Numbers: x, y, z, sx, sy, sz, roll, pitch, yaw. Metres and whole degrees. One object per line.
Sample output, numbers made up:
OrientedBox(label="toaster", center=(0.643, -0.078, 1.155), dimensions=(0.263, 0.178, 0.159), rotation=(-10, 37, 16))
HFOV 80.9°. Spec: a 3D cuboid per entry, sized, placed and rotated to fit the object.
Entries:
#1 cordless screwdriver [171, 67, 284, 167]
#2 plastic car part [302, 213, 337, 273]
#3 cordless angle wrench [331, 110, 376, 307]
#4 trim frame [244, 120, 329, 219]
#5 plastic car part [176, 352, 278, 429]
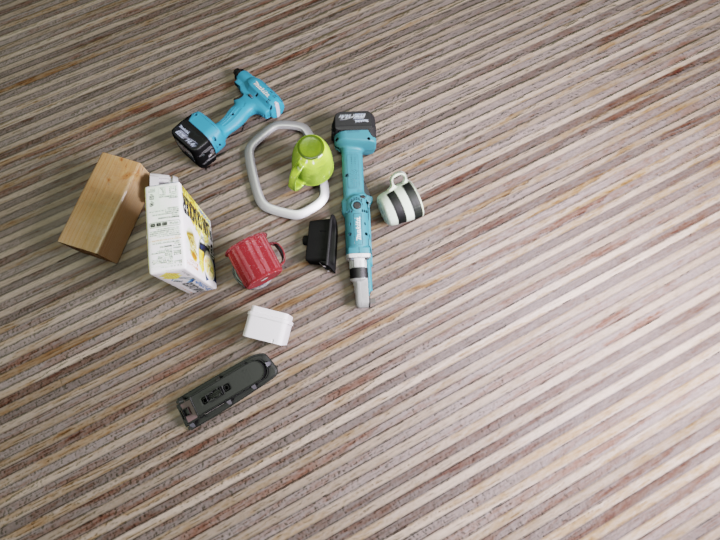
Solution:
OrientedBox(label="cordless screwdriver", center=(-0.315, -0.360, 0.968), dimensions=(0.247, 0.073, 0.164), rotation=(-41, 74, -14))
OrientedBox(label="plastic car part", center=(-0.087, -0.057, 0.890), dimensions=(0.072, 0.063, 0.119), rotation=(-4, 71, 12))
OrientedBox(label="cordless angle wrench", center=(-0.008, -0.133, 0.903), dimensions=(0.098, 0.073, 0.429), rotation=(-2, 77, -2))
OrientedBox(label="trim frame", center=(-0.162, -0.229, 0.953), dimensions=(0.183, 0.027, 0.254), rotation=(-16, 73, -3))
OrientedBox(label="plastic car part", center=(-0.258, 0.224, 0.811), dimensions=(0.201, 0.065, 0.068), rotation=(-29, 72, -10))
